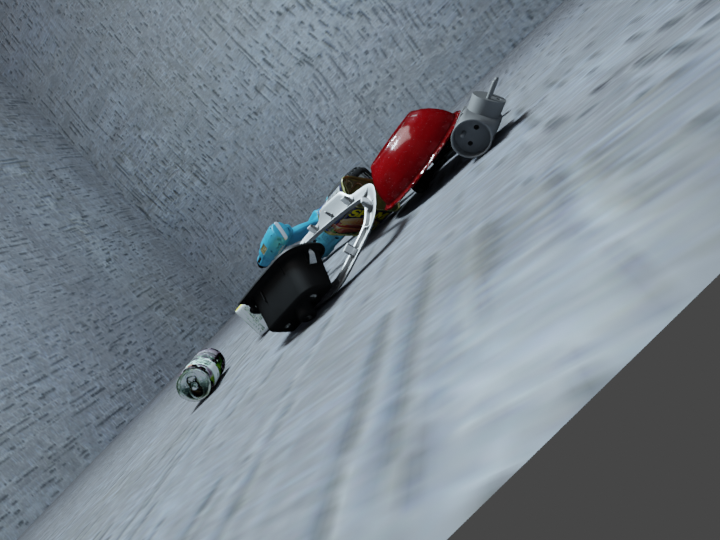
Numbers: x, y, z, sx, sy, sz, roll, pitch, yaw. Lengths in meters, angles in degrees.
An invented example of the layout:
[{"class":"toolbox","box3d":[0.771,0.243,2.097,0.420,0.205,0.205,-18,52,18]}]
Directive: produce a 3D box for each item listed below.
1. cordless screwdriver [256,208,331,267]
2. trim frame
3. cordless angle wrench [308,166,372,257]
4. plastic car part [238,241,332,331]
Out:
[{"class":"cordless screwdriver","box3d":[-0.144,-0.086,1.052,0.241,0.076,0.160,-27,-14,-38]},{"class":"trim frame","box3d":[-0.056,-0.023,0.574,0.253,0.026,0.187,-32,36,51]},{"class":"cordless angle wrench","box3d":[-0.090,-0.059,0.922,0.074,0.098,0.428,-48,5,-40]},{"class":"plastic car part","box3d":[-0.077,0.029,0.482,0.062,0.074,0.117,9,-44,-46]}]
